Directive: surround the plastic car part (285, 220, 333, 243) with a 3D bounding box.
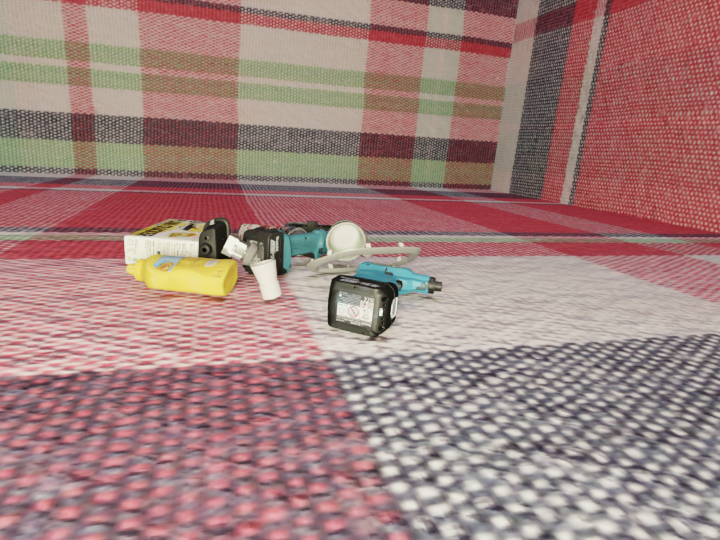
[{"bbox_3d":[-0.117,-0.104,1.179,0.201,0.066,0.067,5,8,-6],"label":"plastic car part"}]

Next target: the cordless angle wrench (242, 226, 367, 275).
[{"bbox_3d":[-0.097,-0.064,0.995,0.078,0.097,0.406,10,13,32],"label":"cordless angle wrench"}]

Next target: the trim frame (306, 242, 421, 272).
[{"bbox_3d":[0.008,-0.023,0.863,0.240,0.028,0.187,-5,-13,-27],"label":"trim frame"}]

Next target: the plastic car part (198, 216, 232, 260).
[{"bbox_3d":[-0.290,-0.041,0.822,0.066,0.114,0.072,5,18,3],"label":"plastic car part"}]

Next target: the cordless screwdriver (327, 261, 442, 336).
[{"bbox_3d":[0.047,0.037,0.708,0.164,0.073,0.244,8,13,16],"label":"cordless screwdriver"}]
